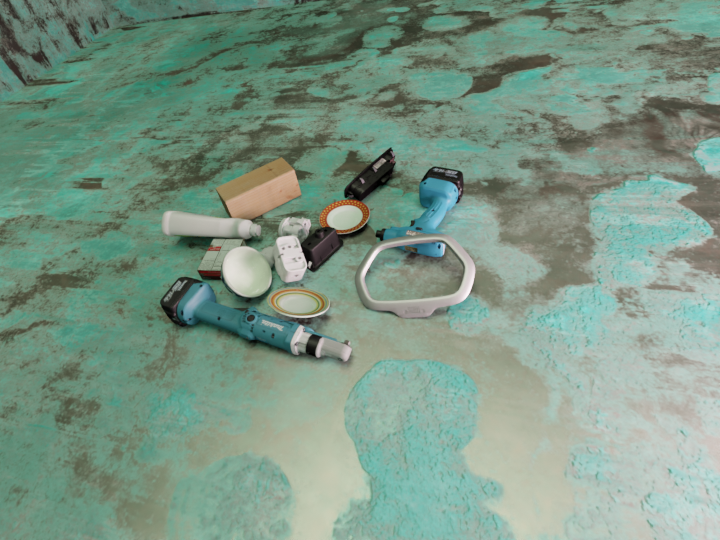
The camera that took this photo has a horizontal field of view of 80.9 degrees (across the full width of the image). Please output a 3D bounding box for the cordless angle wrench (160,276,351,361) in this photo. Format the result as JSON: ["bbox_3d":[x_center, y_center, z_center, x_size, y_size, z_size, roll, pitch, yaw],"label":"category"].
[{"bbox_3d":[-0.220,0.111,0.871,0.439,0.071,0.098,14,52,22],"label":"cordless angle wrench"}]

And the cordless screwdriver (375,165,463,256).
[{"bbox_3d":[0.148,-0.145,1.015,0.166,0.071,0.250,12,56,23],"label":"cordless screwdriver"}]

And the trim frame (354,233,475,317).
[{"bbox_3d":[0.107,0.008,0.882,0.255,0.026,0.189,-7,60,17],"label":"trim frame"}]

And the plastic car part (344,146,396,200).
[{"bbox_3d":[0.033,-0.251,1.154,0.200,0.065,0.069,-40,78,-24],"label":"plastic car part"}]

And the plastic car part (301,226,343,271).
[{"bbox_3d":[-0.098,-0.064,1.000,0.069,0.068,0.115,32,64,32],"label":"plastic car part"}]
